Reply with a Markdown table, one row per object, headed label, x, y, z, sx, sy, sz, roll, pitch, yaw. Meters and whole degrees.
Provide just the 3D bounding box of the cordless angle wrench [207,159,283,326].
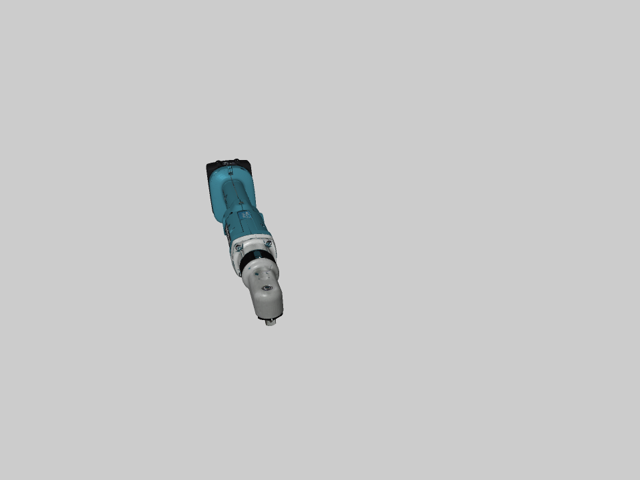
| label | x | y | z | sx | sy | sz | roll | pitch | yaw |
| --- | --- | --- | --- | --- | --- | --- | --- | --- | --- |
| cordless angle wrench | -0.104 | -0.020 | 0.575 | 0.074 | 0.098 | 0.422 | -8 | 25 | -14 |
